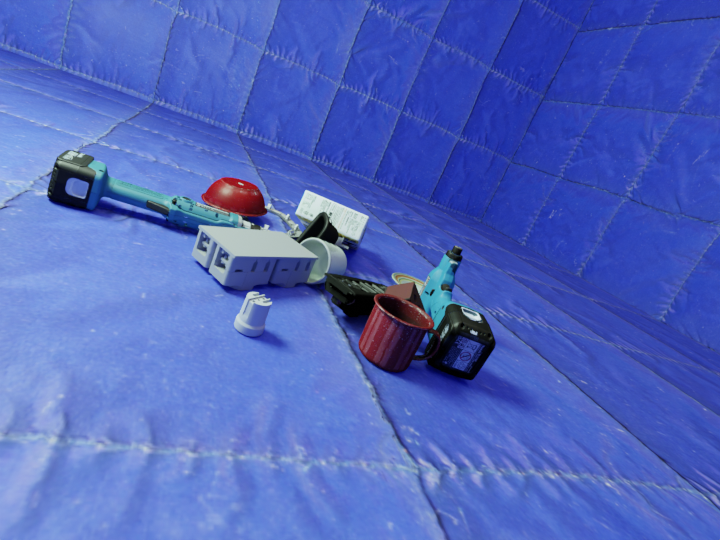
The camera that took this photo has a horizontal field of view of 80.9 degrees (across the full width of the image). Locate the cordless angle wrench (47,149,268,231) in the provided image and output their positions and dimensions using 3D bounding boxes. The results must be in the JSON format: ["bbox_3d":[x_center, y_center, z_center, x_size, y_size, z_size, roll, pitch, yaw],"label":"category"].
[{"bbox_3d":[-0.337,-0.111,0.797,0.406,0.074,0.102,17,17,-24],"label":"cordless angle wrench"}]

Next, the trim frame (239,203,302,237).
[{"bbox_3d":[-0.242,-0.138,1.066,0.176,0.027,0.262,11,22,-30],"label":"trim frame"}]

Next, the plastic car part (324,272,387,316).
[{"bbox_3d":[0.008,0.049,0.729,0.070,0.067,0.193,25,11,31],"label":"plastic car part"}]

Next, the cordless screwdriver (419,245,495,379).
[{"bbox_3d":[0.159,0.060,0.733,0.073,0.158,0.253,21,18,-9],"label":"cordless screwdriver"}]

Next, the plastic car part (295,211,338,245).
[{"bbox_3d":[-0.087,-0.057,0.888,0.067,0.116,0.070,40,2,-41],"label":"plastic car part"}]
